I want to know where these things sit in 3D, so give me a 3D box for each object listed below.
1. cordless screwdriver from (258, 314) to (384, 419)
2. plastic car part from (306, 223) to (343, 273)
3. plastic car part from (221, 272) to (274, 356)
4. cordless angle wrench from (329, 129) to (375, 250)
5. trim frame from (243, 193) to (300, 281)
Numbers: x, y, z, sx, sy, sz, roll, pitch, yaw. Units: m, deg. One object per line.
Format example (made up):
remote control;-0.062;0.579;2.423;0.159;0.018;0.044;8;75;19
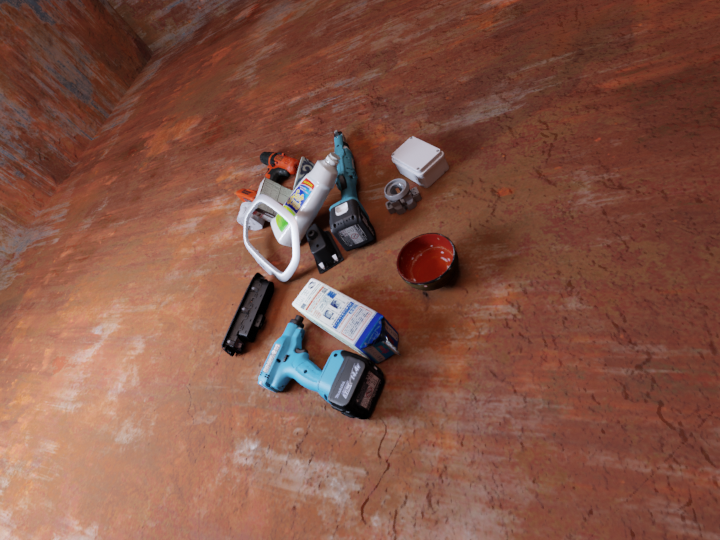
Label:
cordless screwdriver;-0.075;0.171;0.793;0.261;0.070;0.160;4;60;40
plastic car part;-0.096;-0.063;0.981;0.066;0.067;0.122;-32;48;7
plastic car part;-0.250;0.096;0.971;0.069;0.063;0.206;0;58;22
cordless angle wrench;-0.037;-0.229;1.061;0.076;0.093;0.438;-24;44;16
trim frame;-0.220;-0.080;1.034;0.263;0.026;0.182;36;116;36
